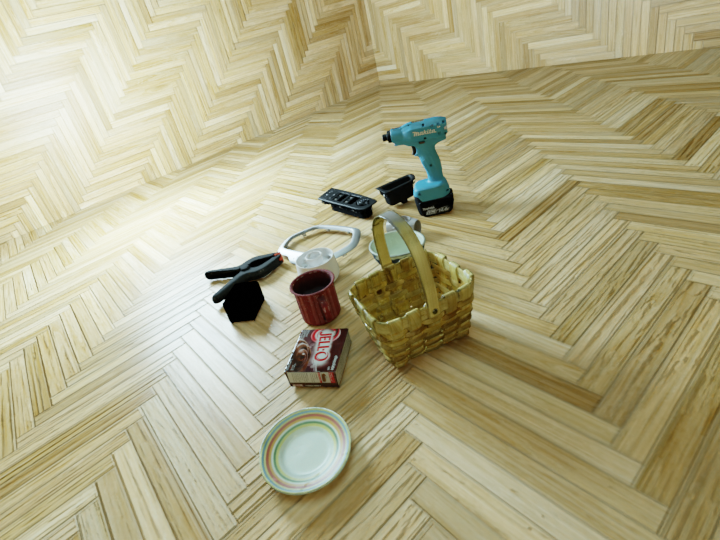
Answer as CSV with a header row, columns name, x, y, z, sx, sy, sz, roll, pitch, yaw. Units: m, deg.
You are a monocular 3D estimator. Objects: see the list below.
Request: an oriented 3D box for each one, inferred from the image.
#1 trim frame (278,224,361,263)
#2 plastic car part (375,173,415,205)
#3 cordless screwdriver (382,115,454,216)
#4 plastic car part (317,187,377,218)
name,x,y,z,sx,sy,sz,roll,pitch,yaw
trim frame,-0.110,-0.072,1.124,0.262,0.026,0.181,11,40,39
plastic car part,0.114,-0.226,1.227,0.115,0.068,0.069,-23,29,-12
cordless screwdriver,0.155,-0.264,1.097,0.163,0.240,0.075,-6,28,17
plastic car part,-0.036,-0.194,1.252,0.065,0.065,0.214,-35,34,-31
